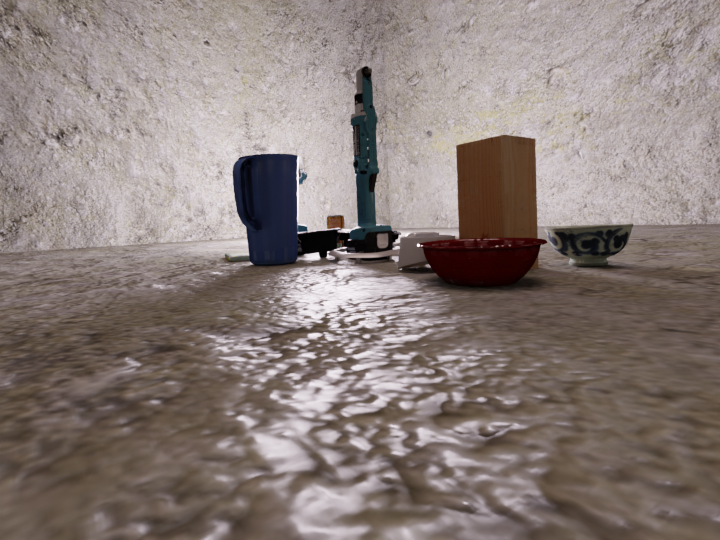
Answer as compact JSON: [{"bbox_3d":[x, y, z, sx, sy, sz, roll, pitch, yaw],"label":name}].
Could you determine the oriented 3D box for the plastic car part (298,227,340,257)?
[{"bbox_3d":[-0.102,-0.067,1.045,0.114,0.070,0.068,-4,5,-16],"label":"plastic car part"}]

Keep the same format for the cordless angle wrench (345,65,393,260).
[{"bbox_3d":[0.013,-0.236,0.944,0.071,0.421,0.102,-4,4,-33],"label":"cordless angle wrench"}]

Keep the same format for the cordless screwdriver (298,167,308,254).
[{"bbox_3d":[-0.186,-0.167,1.170,0.077,0.247,0.154,-1,4,21],"label":"cordless screwdriver"}]

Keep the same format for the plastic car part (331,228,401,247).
[{"bbox_3d":[0.018,-0.088,1.186,0.201,0.067,0.067,-3,5,-6],"label":"plastic car part"}]

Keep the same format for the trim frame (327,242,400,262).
[{"bbox_3d":[0.036,-0.043,0.973,0.193,0.027,0.238,3,9,37],"label":"trim frame"}]
